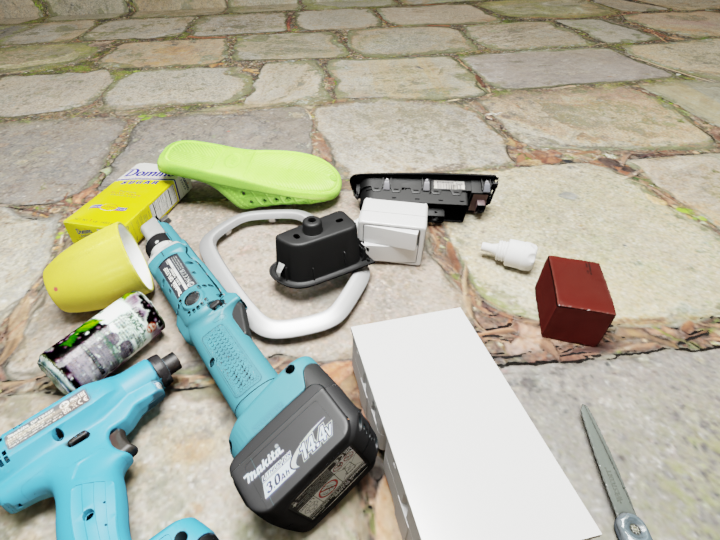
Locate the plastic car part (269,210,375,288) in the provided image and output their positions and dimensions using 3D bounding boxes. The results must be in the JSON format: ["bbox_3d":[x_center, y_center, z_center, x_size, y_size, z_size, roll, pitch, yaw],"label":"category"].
[{"bbox_3d":[-0.047,-0.031,0.482,0.113,0.069,0.070,-20,43,-24],"label":"plastic car part"}]

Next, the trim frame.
[{"bbox_3d":[-0.102,-0.009,0.526,0.180,0.027,0.263,-25,47,-25],"label":"trim frame"}]

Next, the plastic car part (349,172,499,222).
[{"bbox_3d":[0.083,-0.100,0.601,0.206,0.064,0.068,7,67,9],"label":"plastic car part"}]

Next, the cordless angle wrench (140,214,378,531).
[{"bbox_3d":[-0.155,0.043,0.431,0.097,0.070,0.448,-41,48,-13],"label":"cordless angle wrench"}]

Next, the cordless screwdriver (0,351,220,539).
[{"bbox_3d":[-0.153,0.164,0.297,0.263,0.072,0.156,29,49,36],"label":"cordless screwdriver"}]
